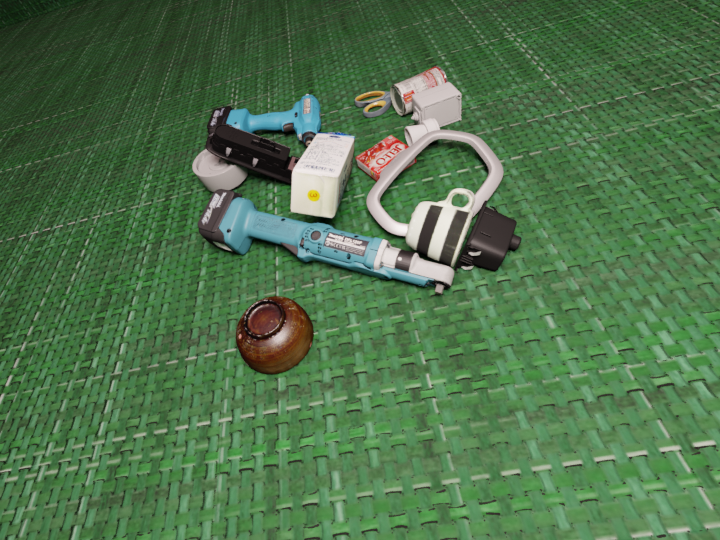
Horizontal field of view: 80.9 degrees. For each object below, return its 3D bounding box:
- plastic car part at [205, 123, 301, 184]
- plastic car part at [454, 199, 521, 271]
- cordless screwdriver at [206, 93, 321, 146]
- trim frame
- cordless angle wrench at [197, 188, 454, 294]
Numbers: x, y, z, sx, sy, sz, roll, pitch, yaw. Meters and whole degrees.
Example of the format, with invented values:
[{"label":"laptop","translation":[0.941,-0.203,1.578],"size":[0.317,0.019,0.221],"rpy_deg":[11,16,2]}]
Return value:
[{"label":"plastic car part","translation":[-0.204,-0.231,0.822],"size":[0.202,0.066,0.067],"rpy_deg":[17,61,-3]},{"label":"plastic car part","translation":[0.192,-0.047,0.612],"size":[0.073,0.064,0.116],"rpy_deg":[27,59,14]},{"label":"cordless screwdriver","translation":[-0.210,-0.311,0.936],"size":[0.251,0.071,0.164],"rpy_deg":[-8,51,6]},{"label":"trim frame","translation":[0.123,-0.150,0.714],"size":[0.193,0.026,0.247],"rpy_deg":[33,73,26]},{"label":"cordless angle wrench","translation":[-0.066,-0.043,0.676],"size":[0.440,0.071,0.098],"rpy_deg":[15,72,23]}]
